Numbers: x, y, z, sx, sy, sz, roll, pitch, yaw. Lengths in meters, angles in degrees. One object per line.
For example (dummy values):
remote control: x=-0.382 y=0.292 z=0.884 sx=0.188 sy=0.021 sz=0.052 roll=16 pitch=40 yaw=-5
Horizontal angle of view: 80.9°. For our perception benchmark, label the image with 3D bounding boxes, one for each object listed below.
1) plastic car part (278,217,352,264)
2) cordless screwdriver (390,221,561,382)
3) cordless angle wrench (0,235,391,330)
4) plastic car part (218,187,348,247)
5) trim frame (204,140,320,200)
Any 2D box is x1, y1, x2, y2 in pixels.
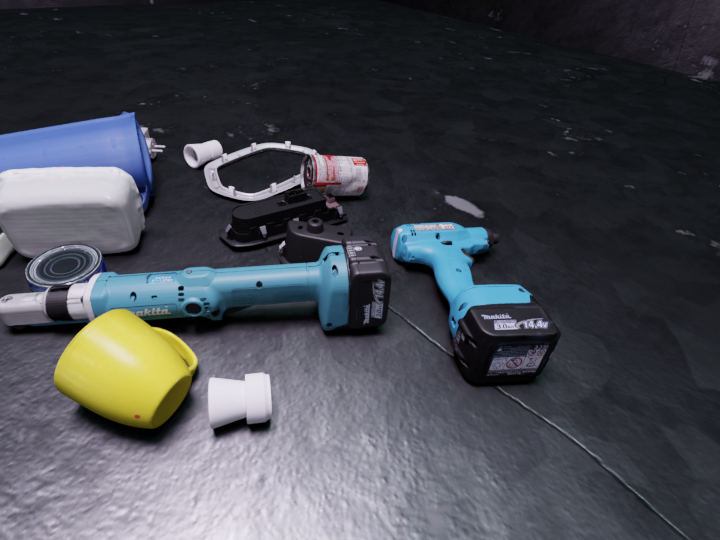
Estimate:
plastic car part: x=-0.056 y=-0.037 z=0.577 sx=0.117 sy=0.069 sz=0.067 roll=12 pitch=38 yaw=3
cordless screwdriver: x=0.151 y=0.016 z=0.533 sx=0.156 sy=0.072 sz=0.260 roll=-5 pitch=37 yaw=-13
cordless angle wrench: x=-0.182 y=0.027 z=0.476 sx=0.419 sy=0.095 sz=0.077 roll=-4 pitch=37 yaw=-5
plastic car part: x=-0.114 y=-0.085 z=0.641 sx=0.198 sy=0.065 sz=0.070 roll=-22 pitch=54 yaw=-26
trim frame: x=-0.174 y=-0.193 z=0.791 sx=0.193 sy=0.027 sz=0.243 roll=30 pitch=44 yaw=26
